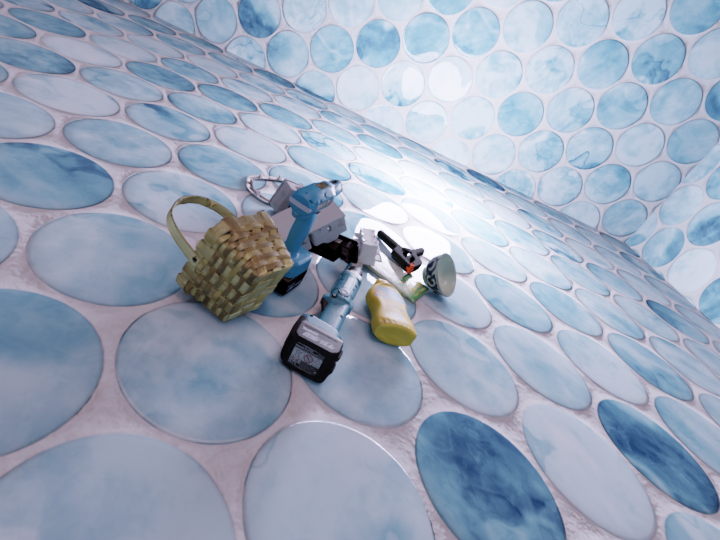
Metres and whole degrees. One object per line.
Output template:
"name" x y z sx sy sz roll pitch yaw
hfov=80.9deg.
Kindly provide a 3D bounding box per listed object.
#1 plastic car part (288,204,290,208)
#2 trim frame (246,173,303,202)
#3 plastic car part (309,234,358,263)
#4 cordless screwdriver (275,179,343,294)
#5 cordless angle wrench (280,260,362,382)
"plastic car part" -0.146 -0.140 1.137 0.111 0.067 0.073 19 48 -67
"trim frame" -0.237 -0.244 1.292 0.237 0.027 0.194 -3 41 -45
"plastic car part" -0.102 -0.067 1.046 0.214 0.064 0.066 27 51 32
"cordless screwdriver" -0.117 -0.076 0.877 0.076 0.247 0.156 35 34 10
"cordless angle wrench" -0.047 0.066 0.893 0.099 0.074 0.422 25 26 1
